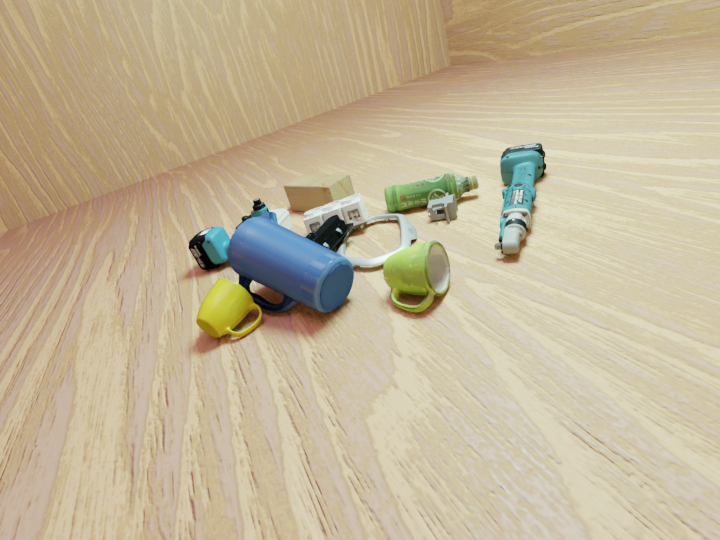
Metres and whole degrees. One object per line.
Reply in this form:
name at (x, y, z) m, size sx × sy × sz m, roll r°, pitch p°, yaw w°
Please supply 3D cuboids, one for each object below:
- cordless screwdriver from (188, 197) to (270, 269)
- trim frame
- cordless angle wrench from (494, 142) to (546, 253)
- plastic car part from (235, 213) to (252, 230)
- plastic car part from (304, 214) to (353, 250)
cordless screwdriver at (-0.317, -0.089, 1.065) m, size 0.257 × 0.154 × 0.074 m, roll -8°, pitch 27°, yaw 22°
trim frame at (0.035, -0.072, 0.966) m, size 0.187 × 0.026 × 0.253 m, roll -13°, pitch 27°, yaw 12°
cordless angle wrench at (0.336, -0.158, 0.899) m, size 0.102 × 0.071 × 0.422 m, roll -3°, pitch 34°, yaw 27°
plastic car part at (-0.319, -0.128, 1.224) m, size 0.068 × 0.069 × 0.116 m, roll -4°, pitch 27°, yaw 27°
plastic car part at (-0.094, -0.061, 0.958) m, size 0.069 × 0.065 × 0.200 m, roll -16°, pitch 25°, yaw 51°
